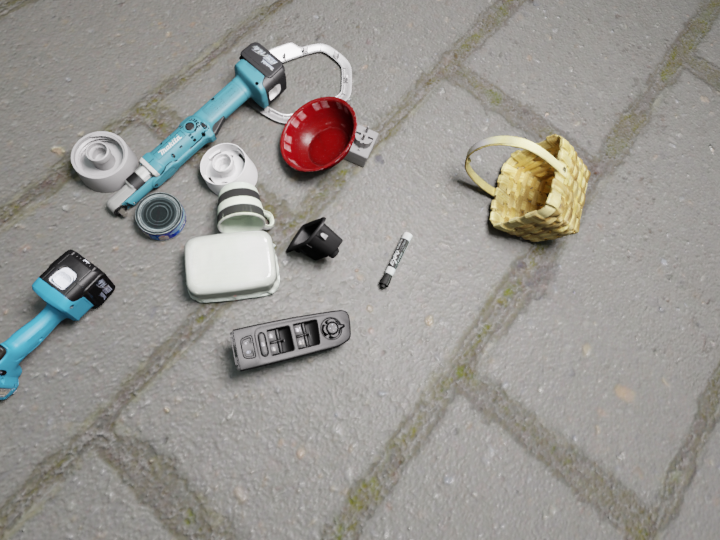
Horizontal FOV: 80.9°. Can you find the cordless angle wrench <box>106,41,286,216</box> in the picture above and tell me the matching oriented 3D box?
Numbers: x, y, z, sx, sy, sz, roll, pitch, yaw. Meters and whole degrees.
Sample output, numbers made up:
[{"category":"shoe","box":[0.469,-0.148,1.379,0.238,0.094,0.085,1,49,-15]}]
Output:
[{"category":"cordless angle wrench","box":[-0.317,-0.263,0.810,0.099,0.073,0.421,42,80,7]}]

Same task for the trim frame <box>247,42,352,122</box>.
[{"category":"trim frame","box":[-0.132,-0.409,0.908,0.245,0.027,0.189,-27,75,-12]}]

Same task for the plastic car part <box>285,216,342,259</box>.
[{"category":"plastic car part","box":[-0.074,-0.048,0.756,0.068,0.121,0.066,38,70,-23]}]

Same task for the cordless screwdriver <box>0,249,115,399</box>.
[{"category":"cordless screwdriver","box":[-0.500,0.082,0.636,0.075,0.158,0.248,34,69,0]}]

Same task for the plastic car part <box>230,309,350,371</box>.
[{"category":"plastic car part","box":[-0.112,0.117,0.712,0.199,0.066,0.068,-12,68,-15]}]
